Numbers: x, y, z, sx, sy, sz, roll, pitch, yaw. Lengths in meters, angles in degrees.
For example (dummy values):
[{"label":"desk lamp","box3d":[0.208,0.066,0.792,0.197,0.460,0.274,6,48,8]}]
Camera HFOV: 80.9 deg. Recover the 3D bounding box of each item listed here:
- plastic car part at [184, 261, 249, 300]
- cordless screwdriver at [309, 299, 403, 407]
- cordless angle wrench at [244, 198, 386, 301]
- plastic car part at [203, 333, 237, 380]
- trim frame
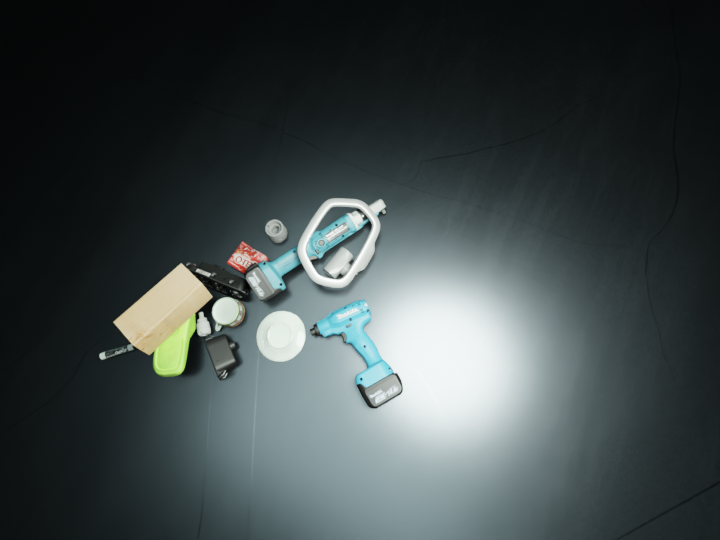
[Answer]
[{"label":"plastic car part","box3d":[-0.384,0.025,1.144,0.209,0.064,0.067,23,51,15]},{"label":"cordless screwdriver","box3d":[-0.011,0.208,1.021,0.159,0.072,0.258,-26,67,-1]},{"label":"cordless angle wrench","box3d":[-0.110,-0.072,1.125,0.420,0.076,0.096,-34,101,-9]},{"label":"plastic car part","box3d":[-0.351,0.209,1.079,0.070,0.065,0.121,-20,67,-17]},{"label":"trim frame","box3d":[-0.052,-0.075,1.087,0.184,0.027,0.249,30,75,-1]}]
